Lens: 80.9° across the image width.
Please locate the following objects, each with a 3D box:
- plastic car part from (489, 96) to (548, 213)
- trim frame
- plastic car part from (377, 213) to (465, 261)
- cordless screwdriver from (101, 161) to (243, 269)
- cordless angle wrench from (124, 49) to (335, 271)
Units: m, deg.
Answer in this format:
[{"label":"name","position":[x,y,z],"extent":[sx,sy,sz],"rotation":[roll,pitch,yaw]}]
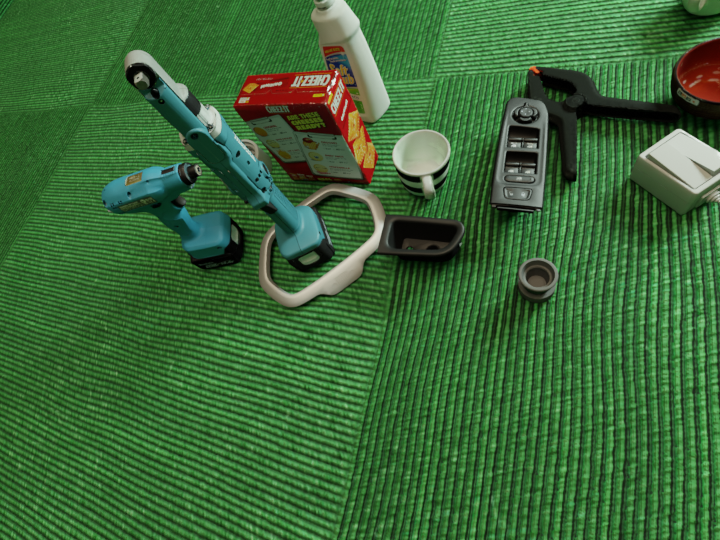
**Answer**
[{"label":"plastic car part","position":[0.235,-0.165,0.618],"extent":[0.069,0.064,0.205],"rotation":[5,69,23]},{"label":"trim frame","position":[-0.070,-0.046,0.715],"extent":[0.249,0.026,0.193],"rotation":[-37,58,3]},{"label":"plastic car part","position":[0.094,-0.038,0.618],"extent":[0.121,0.067,0.067],"rotation":[7,70,25]},{"label":"cordless screwdriver","position":[-0.272,-0.089,0.697],"extent":[0.163,0.236,0.076],"rotation":[-12,64,16]},{"label":"cordless angle wrench","position":[-0.148,-0.120,0.561],"extent":[0.075,0.402,0.102],"rotation":[-25,61,8]}]
